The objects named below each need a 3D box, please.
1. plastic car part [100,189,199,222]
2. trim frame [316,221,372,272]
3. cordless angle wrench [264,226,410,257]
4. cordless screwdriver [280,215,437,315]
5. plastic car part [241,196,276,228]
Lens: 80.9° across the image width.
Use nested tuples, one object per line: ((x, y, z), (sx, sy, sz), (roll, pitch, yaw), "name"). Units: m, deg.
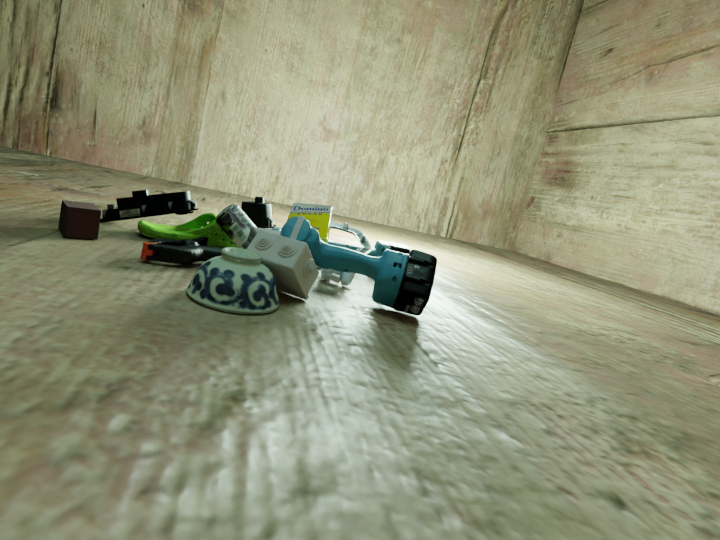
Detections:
((-0.441, -0.137, 0.892), (0.202, 0.067, 0.067), (-3, 2, -3), "plastic car part")
((-0.089, -0.058, 0.908), (0.241, 0.027, 0.195), (-25, 40, -37), "trim frame")
((-0.103, -0.059, 0.999), (0.425, 0.074, 0.098), (10, 10, 3), "cordless angle wrench")
((-0.013, 0.001, 0.692), (0.251, 0.075, 0.156), (19, -27, 3), "cordless screwdriver")
((-0.240, -0.137, 0.985), (0.063, 0.070, 0.123), (-9, 13, -44), "plastic car part")
